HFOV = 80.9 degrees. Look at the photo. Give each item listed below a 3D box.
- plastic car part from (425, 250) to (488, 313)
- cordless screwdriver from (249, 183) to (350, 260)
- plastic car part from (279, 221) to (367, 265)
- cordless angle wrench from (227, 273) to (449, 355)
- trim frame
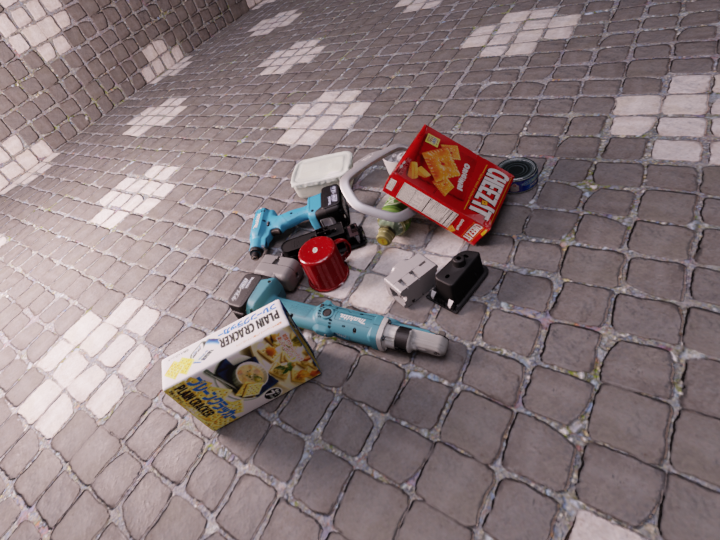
[{"bbox_3d":[0.173,0.006,0.750,0.070,0.067,0.116,30,68,39],"label":"plastic car part"},{"bbox_3d":[-0.152,-0.109,1.006,0.255,0.070,0.164,-14,45,17],"label":"cordless screwdriver"},{"bbox_3d":[-0.092,-0.060,0.942,0.205,0.063,0.069,-21,50,8],"label":"plastic car part"},{"bbox_3d":[-0.054,0.090,0.775,0.443,0.071,0.098,10,53,29],"label":"cordless angle wrench"},{"bbox_3d":[0.070,-0.191,0.899,0.245,0.027,0.191,-39,70,-25],"label":"trim frame"}]
